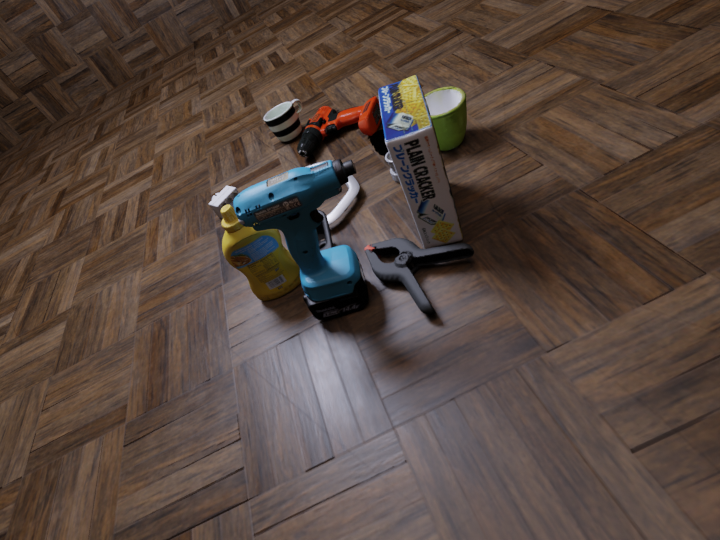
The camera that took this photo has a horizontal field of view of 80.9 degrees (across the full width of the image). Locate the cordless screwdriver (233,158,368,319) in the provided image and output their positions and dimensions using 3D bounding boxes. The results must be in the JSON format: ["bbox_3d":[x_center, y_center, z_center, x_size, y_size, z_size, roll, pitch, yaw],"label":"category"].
[{"bbox_3d":[-0.048,-0.040,0.594,0.161,0.236,0.077,-19,43,11],"label":"cordless screwdriver"}]

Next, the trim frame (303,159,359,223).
[{"bbox_3d":[-0.102,-0.158,0.888,0.184,0.026,0.262,-33,43,-2],"label":"trim frame"}]

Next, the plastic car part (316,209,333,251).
[{"bbox_3d":[-0.072,-0.047,0.738,0.067,0.067,0.121,-20,44,11],"label":"plastic car part"}]

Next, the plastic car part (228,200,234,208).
[{"bbox_3d":[-0.229,-0.088,0.866,0.066,0.064,0.213,-29,43,1],"label":"plastic car part"}]
